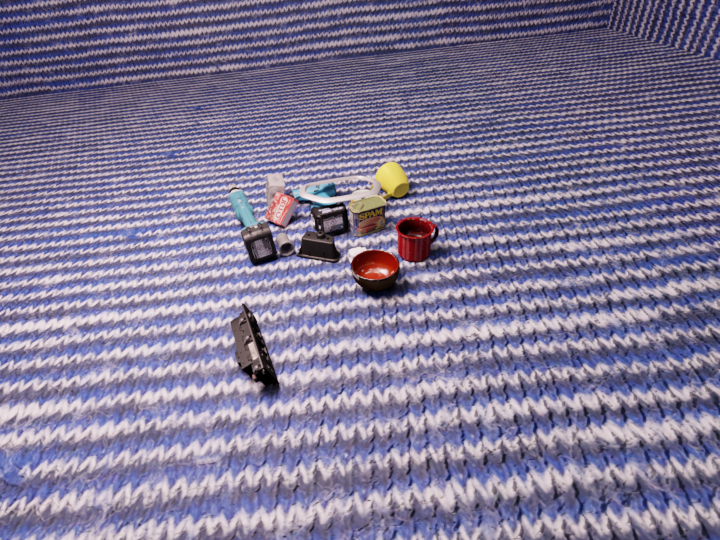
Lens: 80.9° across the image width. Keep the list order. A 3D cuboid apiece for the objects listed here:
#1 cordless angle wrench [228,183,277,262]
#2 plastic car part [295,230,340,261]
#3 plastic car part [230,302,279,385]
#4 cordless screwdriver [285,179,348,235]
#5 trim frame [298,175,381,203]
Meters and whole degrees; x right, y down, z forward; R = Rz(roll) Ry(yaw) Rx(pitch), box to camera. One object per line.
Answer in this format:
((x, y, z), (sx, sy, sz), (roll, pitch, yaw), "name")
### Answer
((-0.342, -0.170, 1.248), (0.073, 0.094, 0.446), (-21, 38, -15), "cordless angle wrench")
((-0.108, -0.070, 1.101), (0.121, 0.068, 0.066), (9, 41, 23), "plastic car part")
((-0.223, 0.152, 0.858), (0.067, 0.063, 0.213), (-35, 42, 4), "plastic car part")
((-0.131, -0.191, 1.253), (0.158, 0.072, 0.260), (-13, 36, -8), "cordless screwdriver")
((-0.058, -0.237, 1.231), (0.243, 0.027, 0.194), (-15, 34, -16), "trim frame")
